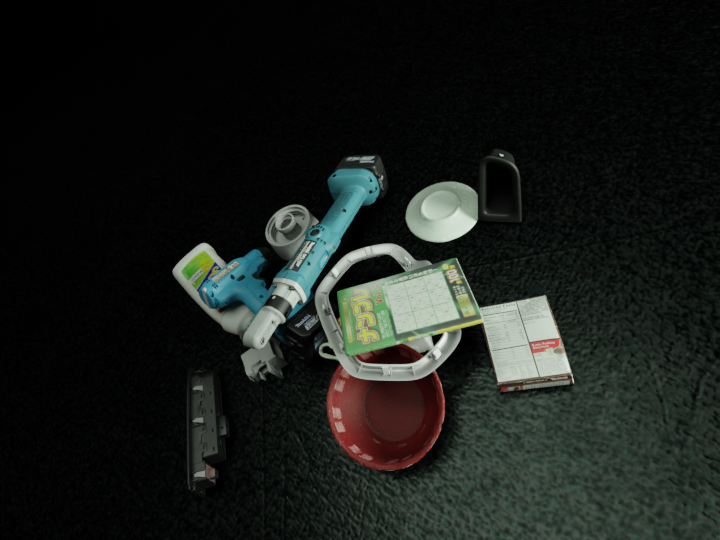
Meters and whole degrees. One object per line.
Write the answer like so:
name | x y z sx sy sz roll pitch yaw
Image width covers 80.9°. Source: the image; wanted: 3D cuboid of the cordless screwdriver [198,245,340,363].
cordless screwdriver | -0.142 0.042 0.733 0.261 0.072 0.157 23 48 28

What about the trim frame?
trim frame | 0.031 0.048 0.609 0.184 0.026 0.261 -27 44 -2

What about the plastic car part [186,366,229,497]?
plastic car part | -0.252 0.245 0.689 0.067 0.063 0.213 -24 51 -2

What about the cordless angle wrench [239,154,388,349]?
cordless angle wrench | -0.069 -0.045 0.711 0.102 0.071 0.424 5 49 29

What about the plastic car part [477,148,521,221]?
plastic car part | 0.223 -0.142 0.672 0.069 0.112 0.071 5 38 26
